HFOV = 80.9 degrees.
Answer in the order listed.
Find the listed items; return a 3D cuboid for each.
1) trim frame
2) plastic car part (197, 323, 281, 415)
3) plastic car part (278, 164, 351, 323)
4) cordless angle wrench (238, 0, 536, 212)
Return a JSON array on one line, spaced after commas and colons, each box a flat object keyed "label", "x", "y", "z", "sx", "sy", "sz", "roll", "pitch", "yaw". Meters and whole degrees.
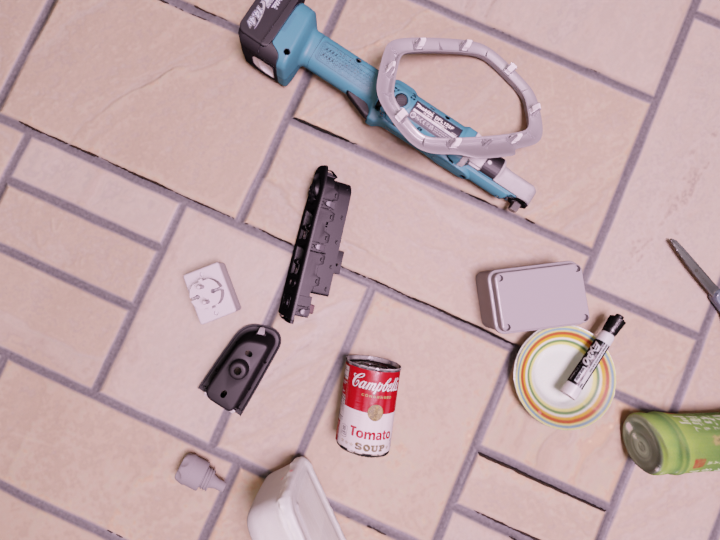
[{"label": "trim frame", "x": 0.130, "y": -0.216, "z": 0.521, "sx": 0.240, "sy": 0.028, "sz": 0.188, "roll": -10, "pitch": 74, "yaw": -25}, {"label": "plastic car part", "x": -0.148, "y": 0.121, "z": 0.517, "sx": 0.066, "sy": 0.071, "sz": 0.116, "roll": 32, "pitch": 90, "yaw": -3}, {"label": "plastic car part", "x": -0.052, "y": -0.034, "z": 0.533, "sx": 0.066, "sy": 0.067, "sz": 0.203, "roll": 10, "pitch": 86, "yaw": -12}, {"label": "cordless angle wrench", "x": 0.044, "y": -0.208, "z": 0.543, "sx": 0.422, "sy": 0.074, "sz": 0.098, "roll": 33, "pitch": 87, "yaw": -1}]
